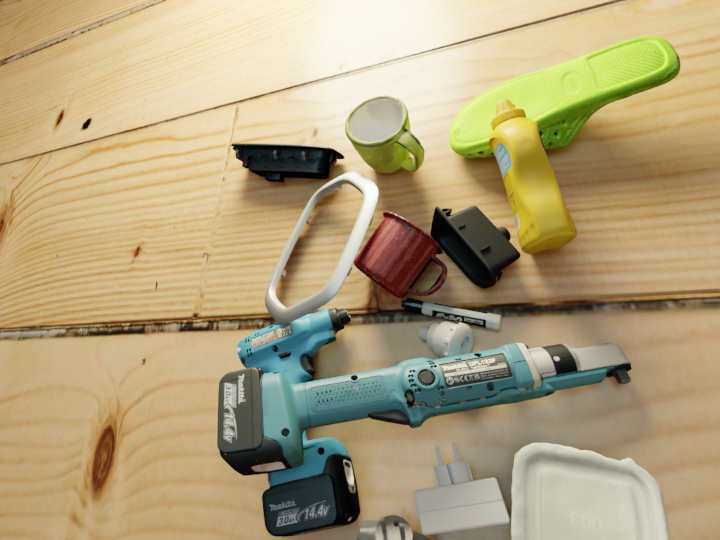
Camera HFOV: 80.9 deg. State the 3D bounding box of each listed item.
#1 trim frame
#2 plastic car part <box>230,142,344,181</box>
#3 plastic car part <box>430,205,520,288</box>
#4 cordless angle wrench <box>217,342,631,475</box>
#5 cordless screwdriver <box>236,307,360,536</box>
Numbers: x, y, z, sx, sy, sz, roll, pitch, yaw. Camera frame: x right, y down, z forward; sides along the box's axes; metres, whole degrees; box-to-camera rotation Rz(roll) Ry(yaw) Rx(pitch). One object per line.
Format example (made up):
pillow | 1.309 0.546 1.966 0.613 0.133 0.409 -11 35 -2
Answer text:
trim frame | -0.059 -0.039 0.603 0.193 0.026 0.250 1 64 48
plastic car part | -0.129 -0.187 0.726 0.211 0.063 0.068 4 77 24
plastic car part | 0.153 -0.037 0.542 0.070 0.063 0.122 -31 60 -12
cordless angle wrench | 0.067 0.126 0.446 0.423 0.071 0.102 -10 52 0
cordless screwdriver | -0.059 0.169 0.518 0.160 0.070 0.260 -24 55 7
